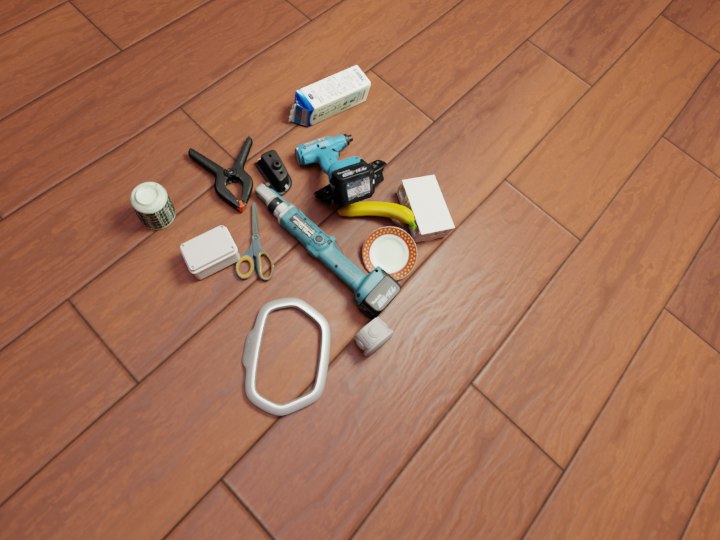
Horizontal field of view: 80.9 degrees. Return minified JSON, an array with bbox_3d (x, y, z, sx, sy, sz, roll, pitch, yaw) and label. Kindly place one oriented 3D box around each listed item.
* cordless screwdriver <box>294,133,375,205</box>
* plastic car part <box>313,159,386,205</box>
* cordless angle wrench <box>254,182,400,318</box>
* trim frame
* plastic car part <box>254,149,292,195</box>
[{"bbox_3d":[-0.043,-0.262,1.027,0.157,0.071,0.263,-24,45,-16],"label":"cordless screwdriver"},{"bbox_3d":[-0.013,-0.214,1.060,0.201,0.070,0.064,-36,118,-16],"label":"plastic car part"},{"bbox_3d":[-0.097,-0.063,0.991,0.433,0.073,0.097,42,69,13],"label":"cordless angle wrench"},{"bbox_3d":[-0.159,0.179,0.909,0.183,0.027,0.253,7,69,-5],"label":"trim frame"},{"bbox_3d":[-0.211,-0.253,1.052,0.065,0.070,0.120,-29,73,-16],"label":"plastic car part"}]
